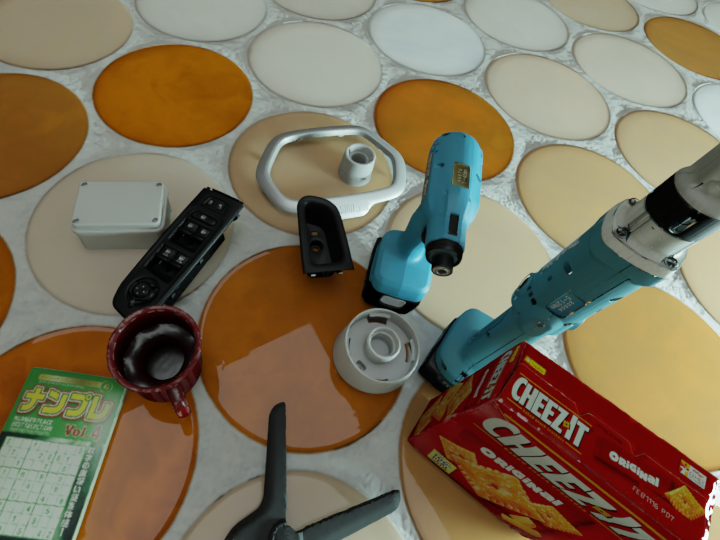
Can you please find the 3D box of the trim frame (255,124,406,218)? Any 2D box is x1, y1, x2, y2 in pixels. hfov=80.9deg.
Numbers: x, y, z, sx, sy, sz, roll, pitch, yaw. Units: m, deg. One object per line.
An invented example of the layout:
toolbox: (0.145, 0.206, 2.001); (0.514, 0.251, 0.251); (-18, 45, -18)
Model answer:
trim frame: (-0.045, -0.164, 0.684); (0.243, 0.027, 0.191); (-11, 61, -15)

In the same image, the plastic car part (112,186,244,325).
plastic car part: (-0.231, -0.016, 0.541); (0.067, 0.066, 0.203); (27, 59, 5)

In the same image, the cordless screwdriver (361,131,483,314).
cordless screwdriver: (0.063, -0.019, 0.484); (0.074, 0.245, 0.162); (17, 58, -4)

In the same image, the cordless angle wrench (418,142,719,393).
cordless angle wrench: (0.167, 0.026, 0.372); (0.076, 0.417, 0.097); (37, 59, 8)

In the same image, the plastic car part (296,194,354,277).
plastic car part: (-0.057, -0.037, 0.580); (0.065, 0.070, 0.120); (-4, 60, -14)
